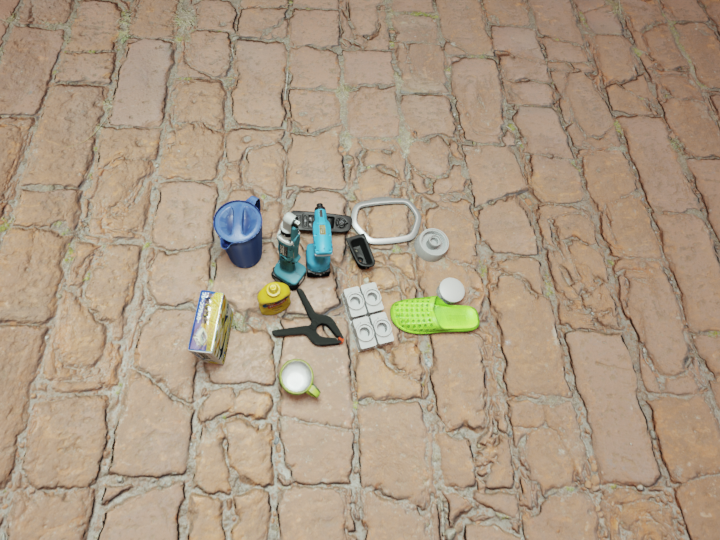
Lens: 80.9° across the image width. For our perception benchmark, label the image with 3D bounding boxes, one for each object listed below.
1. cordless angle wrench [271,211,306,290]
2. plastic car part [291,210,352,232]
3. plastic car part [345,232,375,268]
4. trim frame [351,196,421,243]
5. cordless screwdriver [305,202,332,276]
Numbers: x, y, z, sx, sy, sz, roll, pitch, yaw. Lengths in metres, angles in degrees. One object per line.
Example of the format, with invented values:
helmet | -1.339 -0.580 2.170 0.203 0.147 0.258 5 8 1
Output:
cordless angle wrench | -0.196 -0.053 1.158 0.099 0.418 0.074 34 68 4
plastic car part | -0.130 -0.152 1.396 0.202 0.066 0.068 2 68 -4
plastic car part | -0.001 -0.050 1.359 0.065 0.070 0.120 -17 70 -13
trim frame | 0.088 -0.175 1.443 0.246 0.027 0.189 -8 68 -8
cordless screwdriver | -0.124 -0.081 1.268 0.073 0.246 0.163 -2 69 -10
